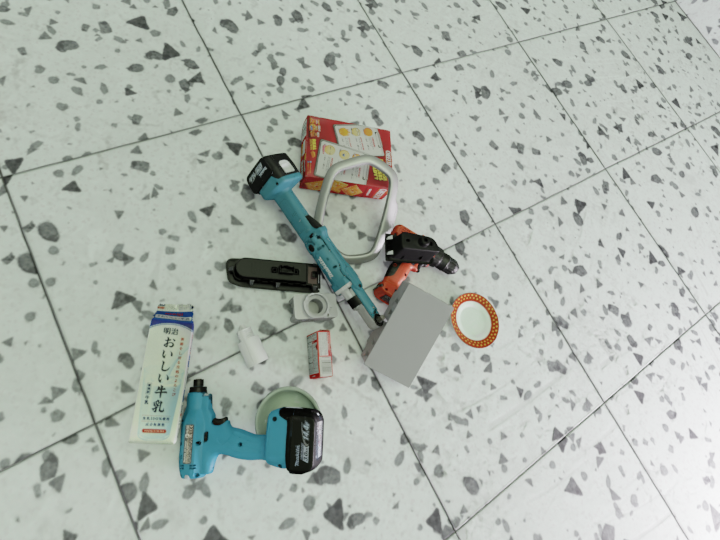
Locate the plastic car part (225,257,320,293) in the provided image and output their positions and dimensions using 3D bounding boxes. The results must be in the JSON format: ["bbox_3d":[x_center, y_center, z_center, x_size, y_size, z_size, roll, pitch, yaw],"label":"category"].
[{"bbox_3d":[-0.176,0.007,0.874,0.198,0.068,0.067,5,78,-13],"label":"plastic car part"}]

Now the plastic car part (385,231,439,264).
[{"bbox_3d":[0.119,-0.054,0.918,0.114,0.071,0.067,7,68,-12],"label":"plastic car part"}]

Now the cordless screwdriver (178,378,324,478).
[{"bbox_3d":[-0.190,0.263,0.721,0.253,0.071,0.162,-6,71,10],"label":"cordless screwdriver"}]

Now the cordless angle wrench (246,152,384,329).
[{"bbox_3d":[-0.087,-0.057,0.889,0.072,0.099,0.430,-25,77,-49],"label":"cordless angle wrench"}]

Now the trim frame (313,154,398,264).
[{"bbox_3d":[-0.007,-0.134,0.942,0.182,0.028,0.248,13,94,-6],"label":"trim frame"}]
